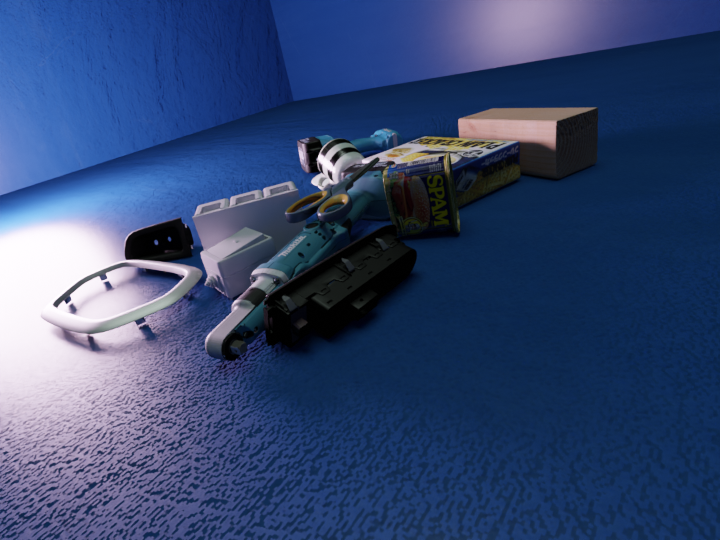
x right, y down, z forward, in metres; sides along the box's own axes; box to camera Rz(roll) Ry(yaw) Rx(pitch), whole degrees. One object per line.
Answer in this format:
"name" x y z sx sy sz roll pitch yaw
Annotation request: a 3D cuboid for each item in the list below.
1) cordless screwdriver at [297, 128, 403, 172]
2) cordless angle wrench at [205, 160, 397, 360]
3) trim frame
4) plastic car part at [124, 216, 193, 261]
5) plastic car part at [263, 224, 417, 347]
"cordless screwdriver" -0.032 -0.313 1.065 0.247 0.072 0.165 -12 26 -6
"cordless angle wrench" -0.053 -0.035 0.546 0.102 0.072 0.420 1 33 28
"trim frame" -0.335 0.029 0.599 0.260 0.026 0.182 3 32 33
"plastic car part" -0.336 -0.050 0.724 0.118 0.065 0.071 -11 10 11
"plastic car part" -0.007 0.012 0.438 0.071 0.064 0.199 20 41 33
